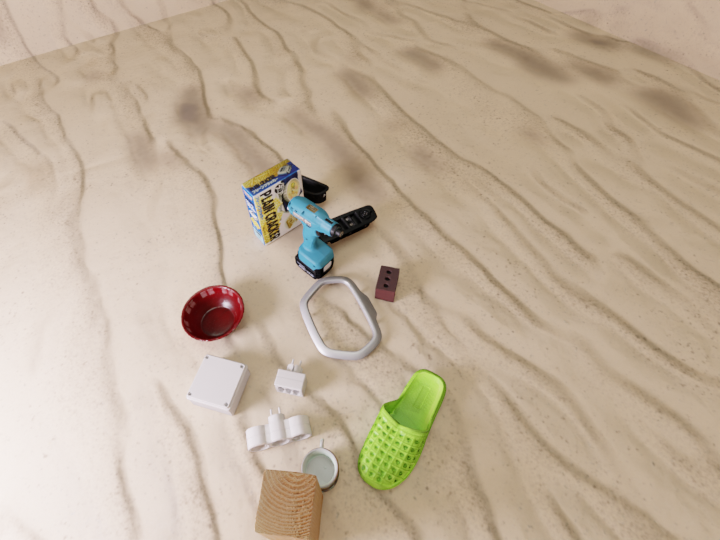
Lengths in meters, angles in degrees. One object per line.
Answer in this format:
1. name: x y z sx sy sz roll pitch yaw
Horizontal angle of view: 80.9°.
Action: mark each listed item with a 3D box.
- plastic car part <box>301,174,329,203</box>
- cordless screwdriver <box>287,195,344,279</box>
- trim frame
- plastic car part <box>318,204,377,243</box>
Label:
1. plastic car part: -0.156 -0.245 1.335 0.121 0.068 0.066 26 58 20
2. cordless screwdriver: -0.107 -0.070 1.093 0.166 0.241 0.073 35 61 23
3. trim frame: -0.051 0.117 1.083 0.181 0.026 0.261 -22 55 -12
4. plastic car part: -0.040 -0.127 1.241 0.200 0.065 0.070 -28 58 -17
